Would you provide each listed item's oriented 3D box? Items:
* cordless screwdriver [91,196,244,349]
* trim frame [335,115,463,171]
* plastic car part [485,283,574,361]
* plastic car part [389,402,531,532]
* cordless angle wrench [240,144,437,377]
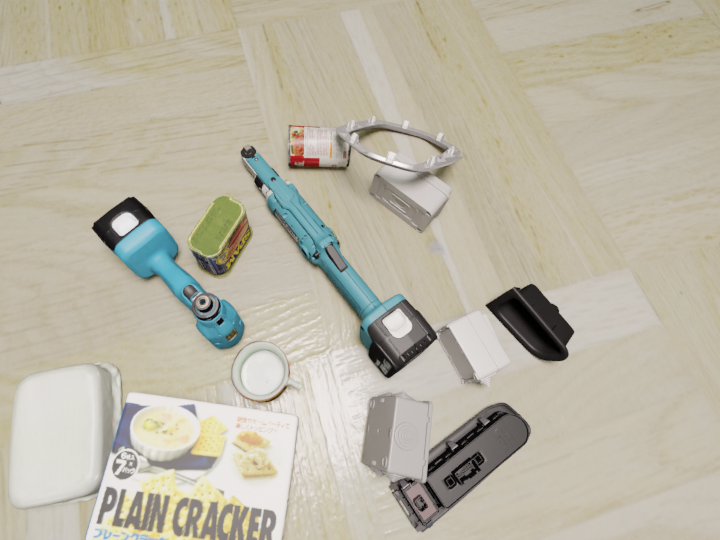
[{"bbox_3d":[-0.257,-0.001,0.567,0.256,0.156,0.074,41,70,14],"label":"cordless screwdriver"},{"bbox_3d":[0.068,-0.204,0.668,0.191,0.027,0.242,30,33,19],"label":"trim frame"},{"bbox_3d":[0.258,0.068,0.616,0.069,0.066,0.119,-35,77,-31],"label":"plastic car part"},{"bbox_3d":[0.137,0.239,0.537,0.200,0.065,0.069,-31,67,-17],"label":"plastic car part"},{"bbox_3d":[-0.062,-0.041,0.635,0.073,0.095,0.439,-33,69,-17],"label":"cordless angle wrench"}]
